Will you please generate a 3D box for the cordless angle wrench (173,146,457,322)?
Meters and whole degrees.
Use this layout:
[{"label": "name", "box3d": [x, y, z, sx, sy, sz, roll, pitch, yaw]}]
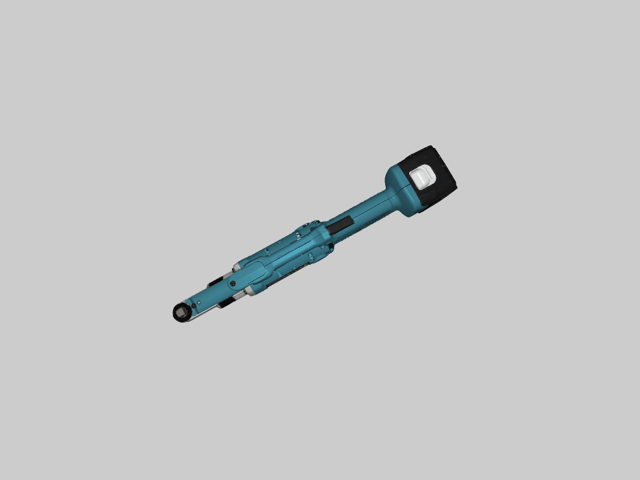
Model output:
[{"label": "cordless angle wrench", "box3d": [-0.011, 0.003, 0.599, 0.423, 0.074, 0.098, -29, -6, -6]}]
